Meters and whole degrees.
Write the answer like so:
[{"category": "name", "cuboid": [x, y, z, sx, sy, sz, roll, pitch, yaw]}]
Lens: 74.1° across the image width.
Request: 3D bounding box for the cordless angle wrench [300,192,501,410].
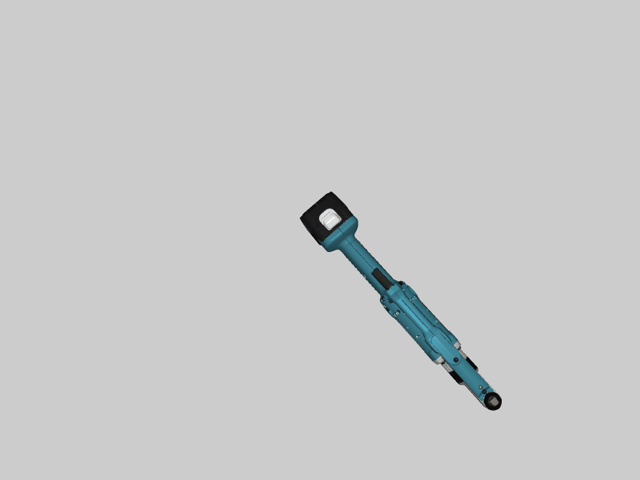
[{"category": "cordless angle wrench", "cuboid": [0.130, 0.099, 0.693, 0.074, 0.422, 0.098, -41, -16, -3]}]
